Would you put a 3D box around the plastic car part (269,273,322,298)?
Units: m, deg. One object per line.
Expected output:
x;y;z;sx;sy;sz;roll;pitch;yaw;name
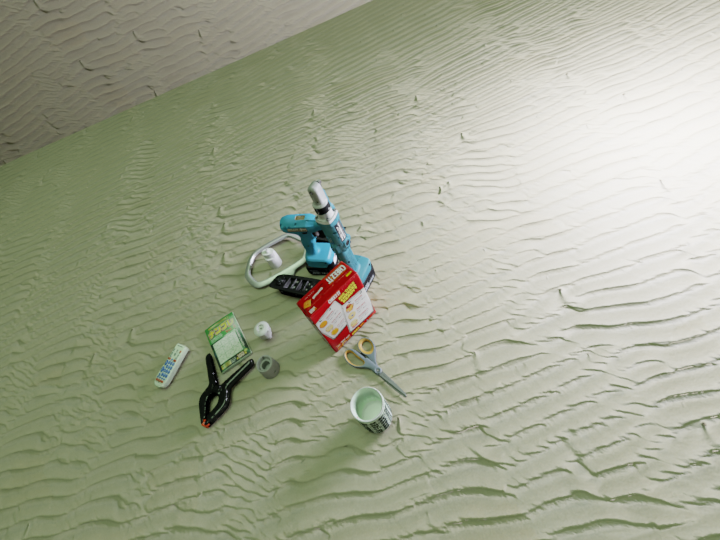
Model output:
-0.186;0.054;1.300;0.212;0.064;0.067;11;60;29;plastic car part

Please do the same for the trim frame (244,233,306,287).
-0.283;-0.036;1.431;0.248;0.026;0.194;-30;50;0;trim frame

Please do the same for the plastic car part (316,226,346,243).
-0.101;-0.104;1.379;0.121;0.067;0.066;7;58;26;plastic car part

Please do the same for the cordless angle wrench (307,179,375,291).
-0.056;-0.080;1.124;0.078;0.402;0.098;15;62;29;cordless angle wrench

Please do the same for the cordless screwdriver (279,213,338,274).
-0.123;-0.081;1.260;0.165;0.236;0.075;0;55;21;cordless screwdriver
